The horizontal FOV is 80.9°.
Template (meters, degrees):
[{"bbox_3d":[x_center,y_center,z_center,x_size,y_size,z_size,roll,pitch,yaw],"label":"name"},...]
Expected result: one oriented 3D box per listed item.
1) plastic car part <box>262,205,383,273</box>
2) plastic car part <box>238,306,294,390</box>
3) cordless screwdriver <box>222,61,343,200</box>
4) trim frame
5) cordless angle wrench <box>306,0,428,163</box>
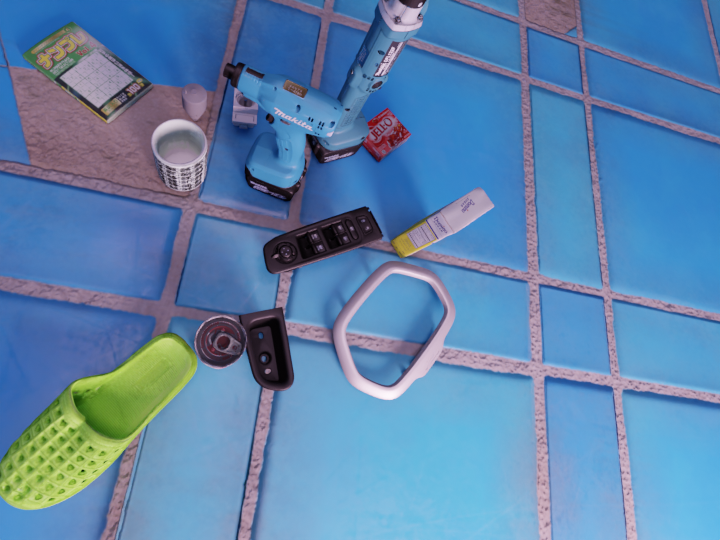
[{"bbox_3d":[-0.069,-0.045,0.707,0.198,0.067,0.067,-20,82,-21],"label":"plastic car part"},{"bbox_3d":[-0.141,0.122,0.632,0.064,0.071,0.119,-9,77,-20],"label":"plastic car part"},{"bbox_3d":[-0.135,-0.203,0.640,0.156,0.251,0.075,24,69,-12],"label":"cordless screwdriver"},{"bbox_3d":[0.061,0.096,0.719,0.184,0.028,0.247,41,67,0],"label":"trim frame"},{"bbox_3d":[0.015,-0.291,0.614,0.095,0.428,0.075,-20,84,-23],"label":"cordless angle wrench"}]
